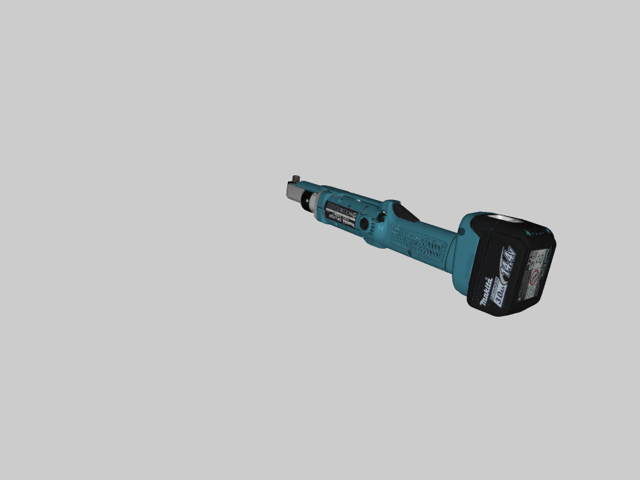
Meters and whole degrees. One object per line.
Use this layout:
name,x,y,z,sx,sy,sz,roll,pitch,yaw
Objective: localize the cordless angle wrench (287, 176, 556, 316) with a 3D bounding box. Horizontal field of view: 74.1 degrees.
cordless angle wrench,0.079,-0.024,0.571,0.074,0.098,0.423,-5,20,-39
